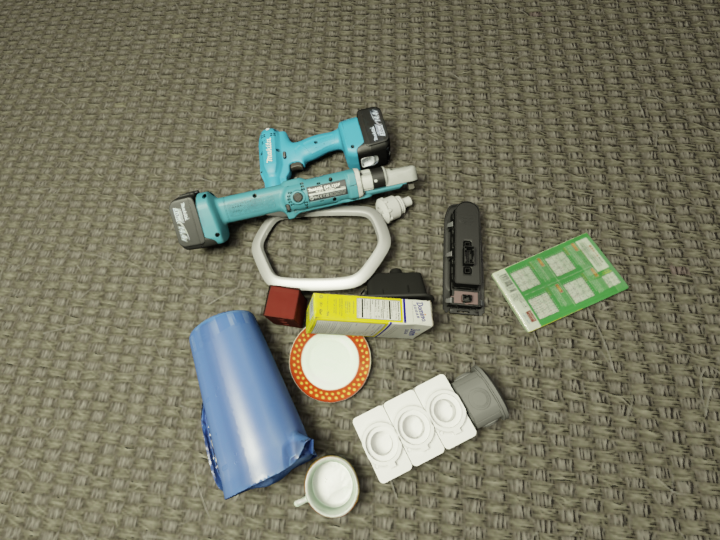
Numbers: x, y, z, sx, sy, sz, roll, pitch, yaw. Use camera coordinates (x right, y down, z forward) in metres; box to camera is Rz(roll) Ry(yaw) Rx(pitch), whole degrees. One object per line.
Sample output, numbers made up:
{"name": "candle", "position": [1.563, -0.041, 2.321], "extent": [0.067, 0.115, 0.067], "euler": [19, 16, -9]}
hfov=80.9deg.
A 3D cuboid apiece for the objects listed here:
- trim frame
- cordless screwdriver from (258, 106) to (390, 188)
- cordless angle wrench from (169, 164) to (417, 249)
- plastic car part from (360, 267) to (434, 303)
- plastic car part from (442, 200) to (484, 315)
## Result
{"name": "trim frame", "position": [-0.072, -0.047, 0.740], "extent": [0.254, 0.026, 0.188], "euler": [-3, 60, 13]}
{"name": "cordless screwdriver", "position": [-0.069, -0.211, 0.797], "extent": [0.251, 0.072, 0.163], "euler": [-10, 69, 6]}
{"name": "cordless angle wrench", "position": [-0.110, -0.128, 0.737], "extent": [0.423, 0.076, 0.096], "euler": [-12, 104, 1]}
{"name": "plastic car part", "position": [0.055, 0.031, 0.698], "extent": [0.117, 0.064, 0.073], "euler": [-6, 55, 0]}
{"name": "plastic car part", "position": [0.173, -0.032, 0.706], "extent": [0.068, 0.064, 0.207], "euler": [0, 66, 12]}
